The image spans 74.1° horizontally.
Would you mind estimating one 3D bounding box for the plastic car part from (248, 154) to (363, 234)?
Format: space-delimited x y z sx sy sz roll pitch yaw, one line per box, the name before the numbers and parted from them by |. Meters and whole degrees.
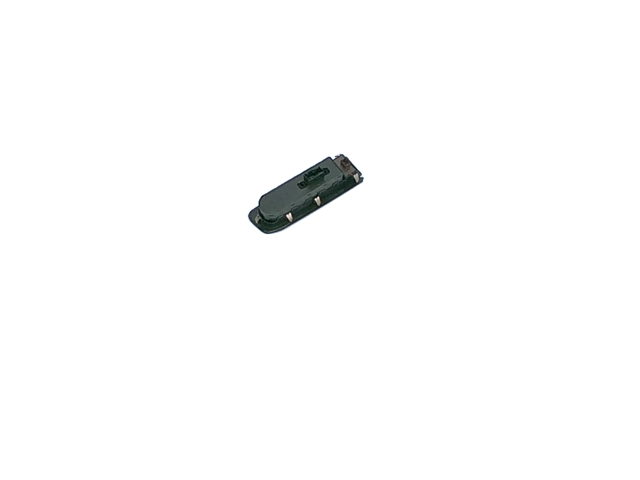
plastic car part | -0.023 -0.080 0.692 0.202 0.066 0.067 -34 -13 -12
